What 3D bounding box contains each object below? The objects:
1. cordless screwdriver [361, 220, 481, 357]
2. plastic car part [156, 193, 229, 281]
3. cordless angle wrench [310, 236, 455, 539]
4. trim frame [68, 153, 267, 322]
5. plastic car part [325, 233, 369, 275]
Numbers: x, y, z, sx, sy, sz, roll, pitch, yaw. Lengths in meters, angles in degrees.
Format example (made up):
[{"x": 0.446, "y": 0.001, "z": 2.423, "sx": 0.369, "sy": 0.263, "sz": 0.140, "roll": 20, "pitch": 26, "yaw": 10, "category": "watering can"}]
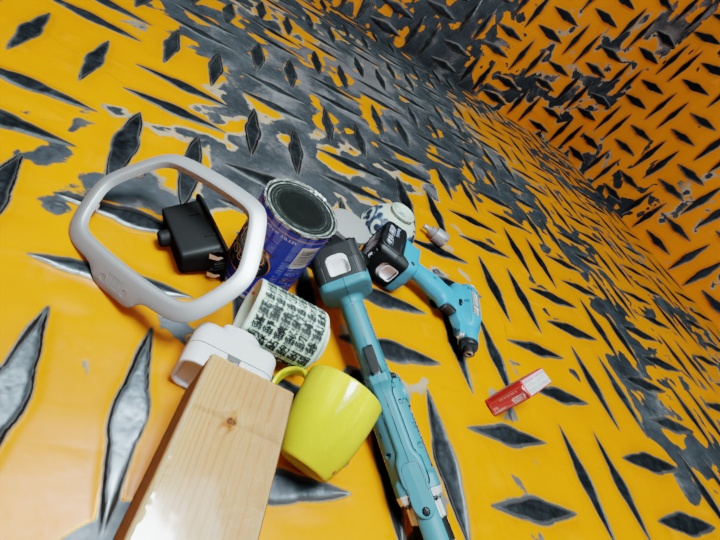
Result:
[{"x": 0.111, "y": 0.034, "z": 0.737, "sx": 0.243, "sy": 0.075, "sz": 0.161, "roll": 35, "pitch": 35, "yaw": -12, "category": "cordless screwdriver"}, {"x": -0.222, "y": -0.042, "z": 0.546, "sx": 0.068, "sy": 0.065, "sz": 0.122, "roll": -17, "pitch": 59, "yaw": -34, "category": "plastic car part"}, {"x": 0.030, "y": 0.155, "z": 0.517, "sx": 0.074, "sy": 0.094, "sz": 0.440, "roll": -20, "pitch": 61, "yaw": -2, "category": "cordless angle wrench"}, {"x": -0.220, "y": -0.046, "z": 0.482, "sx": 0.257, "sy": 0.027, "sz": 0.183, "roll": 31, "pitch": 67, "yaw": 17, "category": "trim frame"}, {"x": -0.066, "y": -0.043, "z": 0.679, "sx": 0.199, "sy": 0.067, "sz": 0.067, "roll": 35, "pitch": 24, "yaw": -9, "category": "plastic car part"}]
